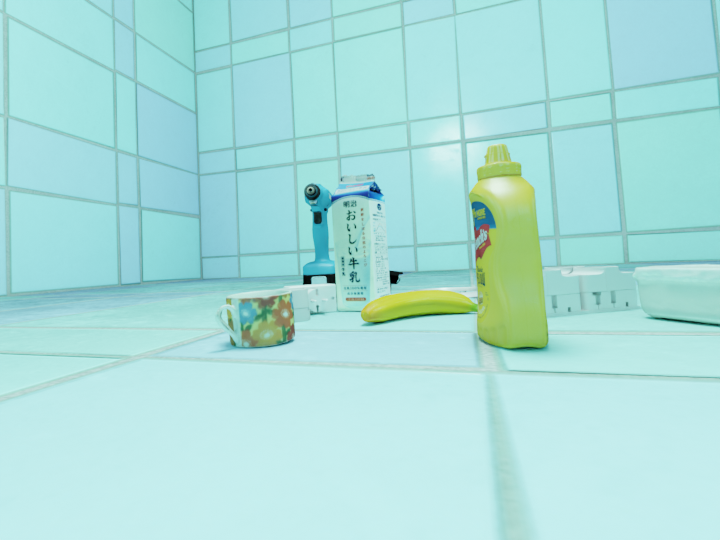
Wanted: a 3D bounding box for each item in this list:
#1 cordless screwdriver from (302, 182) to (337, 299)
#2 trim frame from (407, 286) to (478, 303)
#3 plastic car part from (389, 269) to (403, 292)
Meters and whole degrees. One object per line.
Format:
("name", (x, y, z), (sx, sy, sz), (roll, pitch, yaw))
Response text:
("cordless screwdriver", (-0.086, -0.056, 0.877), (0.075, 0.249, 0.157), (-3, -2, 4))
("trim frame", (0.160, 0.046, 0.769), (0.187, 0.027, 0.245), (-3, 1, 7))
("plastic car part", (0.034, 0.028, 0.922), (0.065, 0.067, 0.205), (-3, 1, -11))
